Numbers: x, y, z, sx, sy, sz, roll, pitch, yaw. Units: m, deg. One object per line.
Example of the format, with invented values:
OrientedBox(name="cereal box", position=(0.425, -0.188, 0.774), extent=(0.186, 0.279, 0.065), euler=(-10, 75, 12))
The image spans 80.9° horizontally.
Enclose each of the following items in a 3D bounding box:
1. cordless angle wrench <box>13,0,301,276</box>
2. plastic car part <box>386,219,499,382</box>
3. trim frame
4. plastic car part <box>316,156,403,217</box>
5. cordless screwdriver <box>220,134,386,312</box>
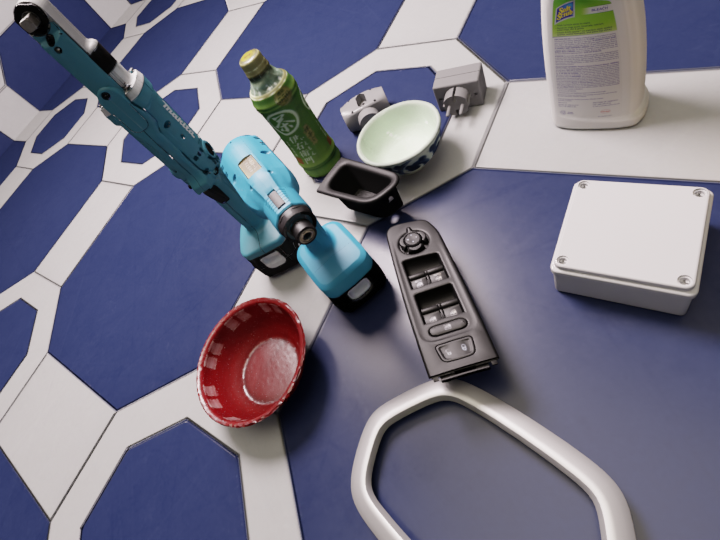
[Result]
OrientedBox(name="cordless angle wrench", position=(-0.201, -0.130, 0.507), extent=(0.075, 0.400, 0.102), euler=(-26, 52, 12))
OrientedBox(name="plastic car part", position=(0.083, 0.026, 0.466), extent=(0.067, 0.063, 0.211), euler=(-25, 52, 13))
OrientedBox(name="trim frame", position=(0.099, 0.206, 0.368), extent=(0.263, 0.026, 0.184), euler=(28, 77, 39))
OrientedBox(name="plastic car part", position=(0.009, -0.105, 0.589), extent=(0.123, 0.067, 0.066), euler=(26, 76, 38))
OrientedBox(name="cordless screwdriver", position=(-0.045, -0.030, 0.462), extent=(0.074, 0.235, 0.168), euler=(-41, 50, 0))
